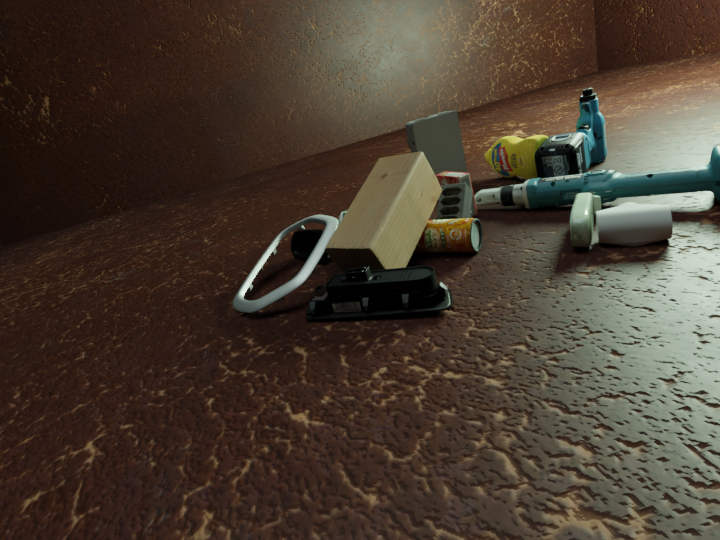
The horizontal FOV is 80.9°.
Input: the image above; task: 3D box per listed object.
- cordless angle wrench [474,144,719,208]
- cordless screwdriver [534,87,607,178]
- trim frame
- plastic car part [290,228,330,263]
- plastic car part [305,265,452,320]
[{"bbox_3d":[0.394,-0.138,0.698,0.444,0.072,0.096,2,26,42],"label":"cordless angle wrench"},{"bbox_3d":[0.437,-0.268,0.859,0.078,0.155,0.243,5,30,45],"label":"cordless screwdriver"},{"bbox_3d":[-0.129,-0.018,0.733,0.191,0.026,0.250,-13,38,34],"label":"trim frame"},{"bbox_3d":[-0.083,-0.054,0.845,0.068,0.065,0.122,-10,11,-35],"label":"plastic car part"},{"bbox_3d":[0.021,0.027,0.572,0.211,0.066,0.065,-2,16,25],"label":"plastic car part"}]
